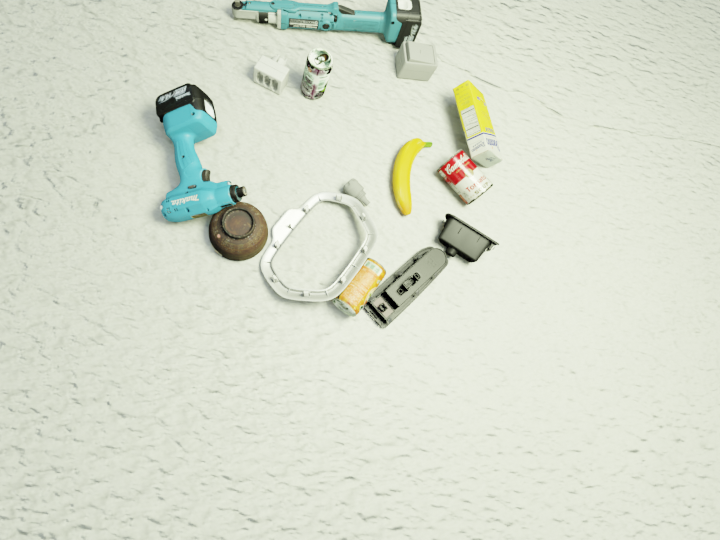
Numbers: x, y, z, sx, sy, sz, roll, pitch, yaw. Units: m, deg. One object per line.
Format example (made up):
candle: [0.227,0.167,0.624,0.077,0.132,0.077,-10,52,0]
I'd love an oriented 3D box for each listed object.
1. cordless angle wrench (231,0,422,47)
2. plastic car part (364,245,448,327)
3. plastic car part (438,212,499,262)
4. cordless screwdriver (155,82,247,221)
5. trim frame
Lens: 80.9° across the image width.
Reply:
cordless angle wrench: [-0.078,-0.578,0.962,0.418,0.097,0.076,0,75,-7]
plastic car part: [0.097,0.018,0.817,0.200,0.066,0.068,-40,77,-22]
plastic car part: [0.207,-0.057,0.864,0.117,0.066,0.071,31,84,2]
cordless screwdriver: [-0.295,-0.220,0.781,0.162,0.072,0.253,-12,76,13]
trim frame: [-0.079,-0.051,0.804,0.190,0.027,0.248,31,71,17]
